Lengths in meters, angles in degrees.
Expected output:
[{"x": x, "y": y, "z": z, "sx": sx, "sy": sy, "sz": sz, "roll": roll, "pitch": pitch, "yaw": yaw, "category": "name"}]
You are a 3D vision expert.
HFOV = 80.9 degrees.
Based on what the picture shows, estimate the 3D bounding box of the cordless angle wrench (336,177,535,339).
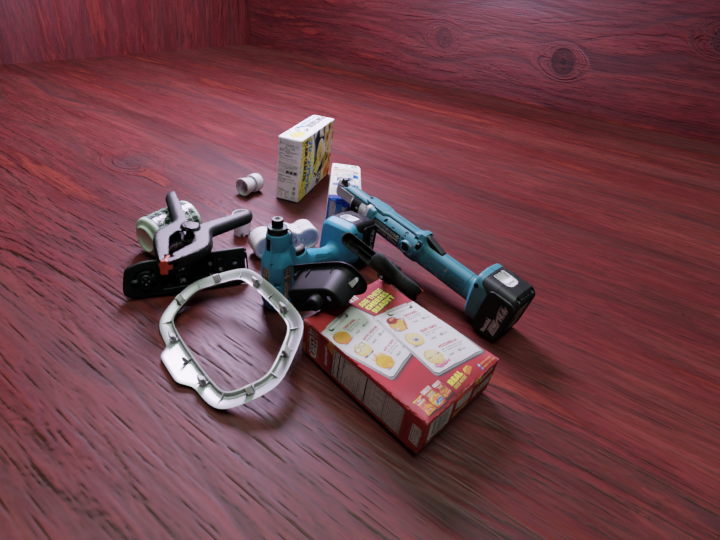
[{"x": 0.099, "y": -0.051, "z": 0.775, "sx": 0.072, "sy": 0.096, "sz": 0.445, "roll": -22, "pitch": 50, "yaw": -37, "category": "cordless angle wrench"}]

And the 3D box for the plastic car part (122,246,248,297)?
[{"x": -0.298, "y": -0.003, "z": 0.721, "sx": 0.197, "sy": 0.065, "sz": 0.071, "roll": -12, "pitch": 29, "yaw": -25, "category": "plastic car part"}]

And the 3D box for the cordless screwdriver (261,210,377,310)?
[{"x": -0.072, "y": -0.047, "z": 0.734, "sx": 0.078, "sy": 0.155, "sz": 0.242, "roll": 27, "pitch": 37, "yaw": 31, "category": "cordless screwdriver"}]

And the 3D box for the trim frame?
[{"x": -0.191, "y": 0.082, "z": 0.602, "sx": 0.182, "sy": 0.026, "sz": 0.263, "roll": -39, "pitch": 52, "yaw": -18, "category": "trim frame"}]

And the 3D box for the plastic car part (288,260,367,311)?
[{"x": -0.058, "y": 0.030, "z": 0.609, "sx": 0.122, "sy": 0.064, "sz": 0.070, "roll": -5, "pitch": 29, "yaw": 38, "category": "plastic car part"}]
